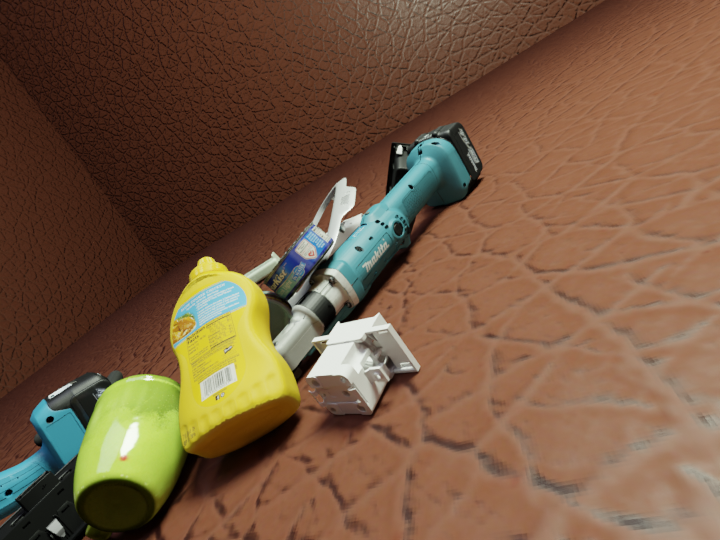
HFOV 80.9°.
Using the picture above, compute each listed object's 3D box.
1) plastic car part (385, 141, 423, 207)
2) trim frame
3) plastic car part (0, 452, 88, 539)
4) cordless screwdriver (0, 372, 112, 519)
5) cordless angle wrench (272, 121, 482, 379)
[{"bbox_3d":[0.073,-0.138,0.685,0.067,0.113,0.072,10,39,3],"label":"plastic car part"},{"bbox_3d":[-0.060,-0.039,0.610,0.184,0.027,0.254,-55,16,31],"label":"trim frame"},{"bbox_3d":[-0.285,0.230,0.375,0.069,0.065,0.202,-14,27,34],"label":"plastic car part"},{"bbox_3d":[-0.387,0.206,0.455,0.077,0.156,0.245,-17,20,51],"label":"cordless screwdriver"},{"bbox_3d":[0.027,-0.045,0.510,0.077,0.095,0.419,-12,30,48],"label":"cordless angle wrench"}]
